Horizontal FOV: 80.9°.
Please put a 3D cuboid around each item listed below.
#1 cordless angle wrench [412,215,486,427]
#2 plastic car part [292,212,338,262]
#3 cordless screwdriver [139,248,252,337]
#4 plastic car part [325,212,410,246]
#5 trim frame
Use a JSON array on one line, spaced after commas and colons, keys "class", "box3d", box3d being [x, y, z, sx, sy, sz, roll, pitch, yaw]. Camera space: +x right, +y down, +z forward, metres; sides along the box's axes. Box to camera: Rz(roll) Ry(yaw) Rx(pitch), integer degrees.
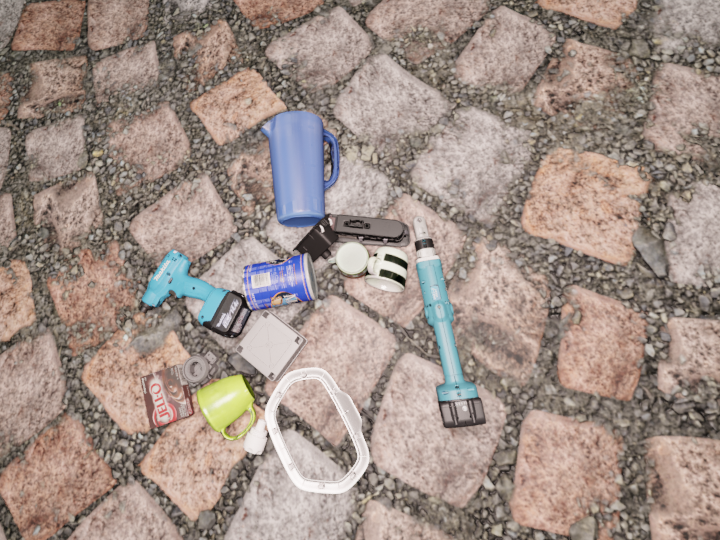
[{"class": "cordless angle wrench", "box3d": [0.158, 0.084, 0.852, 0.075, 0.094, 0.433, -11, 70, 6]}, {"class": "plastic car part", "box3d": [-0.091, -0.060, 0.931, 0.071, 0.117, 0.065, 45, 43, 1]}, {"class": "cordless screwdriver", "box3d": [-0.375, 0.073, 0.946, 0.258, 0.072, 0.159, 28, 81, 18]}, {"class": "plastic car part", "box3d": [0.011, -0.096, 0.939, 0.206, 0.065, 0.067, 8, 70, 8]}, {"class": "trim frame", "box3d": [-0.090, 0.322, 0.856, 0.184, 0.027, 0.256, -29, 71, -1]}]
